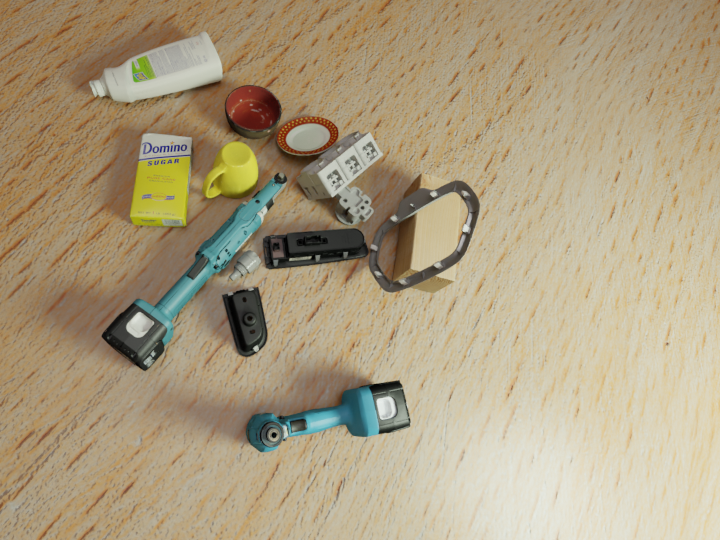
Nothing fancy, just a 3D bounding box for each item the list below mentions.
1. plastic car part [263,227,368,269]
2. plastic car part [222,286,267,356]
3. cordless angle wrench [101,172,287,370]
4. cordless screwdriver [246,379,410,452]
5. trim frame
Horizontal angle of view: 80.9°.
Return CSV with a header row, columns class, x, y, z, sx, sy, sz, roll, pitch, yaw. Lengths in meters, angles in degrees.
class,x,y,z,sx,sy,sz,roll,pitch,yaw
plastic car part,-0.078,-0.051,0.796,0.198,0.067,0.068,-4,65,-17
plastic car part,-0.190,0.080,0.712,0.064,0.070,0.120,-13,71,-18
cordless angle wrench,-0.255,-0.027,0.737,0.074,0.098,0.422,35,62,-2
cordless screwdriver,-0.045,0.224,0.640,0.242,0.160,0.076,-6,74,-18
trim frame,0.100,-0.061,0.746,0.026,0.254,0.189,26,51,-32
